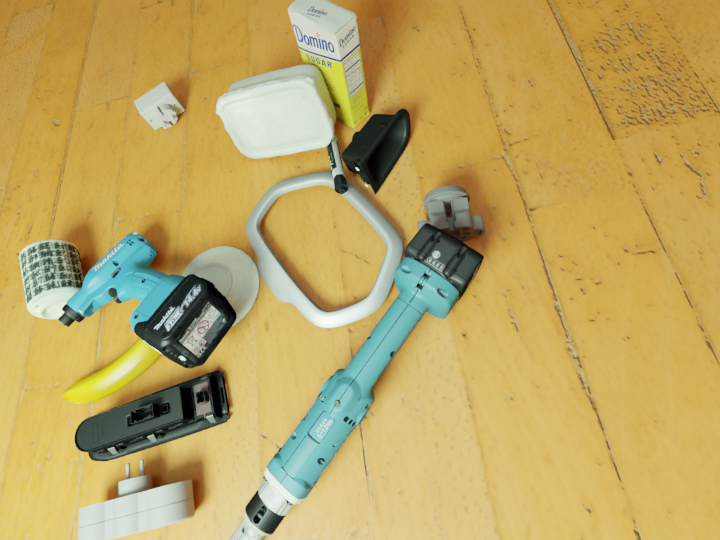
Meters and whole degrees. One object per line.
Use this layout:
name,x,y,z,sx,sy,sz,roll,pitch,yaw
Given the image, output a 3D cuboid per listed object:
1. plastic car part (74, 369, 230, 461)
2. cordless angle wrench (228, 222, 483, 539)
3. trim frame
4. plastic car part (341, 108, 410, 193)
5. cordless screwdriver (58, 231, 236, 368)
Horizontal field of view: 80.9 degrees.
plastic car part,-0.270,0.188,0.530,0.205,0.064,0.068,-21,73,8
cordless angle wrench,-0.016,0.141,0.467,0.077,0.094,0.422,34,83,18
trim frame,-0.057,-0.037,0.583,0.183,0.026,0.259,-40,66,-5
plastic car part,0.016,-0.180,0.609,0.075,0.062,0.116,20,71,34
cordless screwdriver,-0.291,0.047,0.555,0.263,0.070,0.158,22,64,35
